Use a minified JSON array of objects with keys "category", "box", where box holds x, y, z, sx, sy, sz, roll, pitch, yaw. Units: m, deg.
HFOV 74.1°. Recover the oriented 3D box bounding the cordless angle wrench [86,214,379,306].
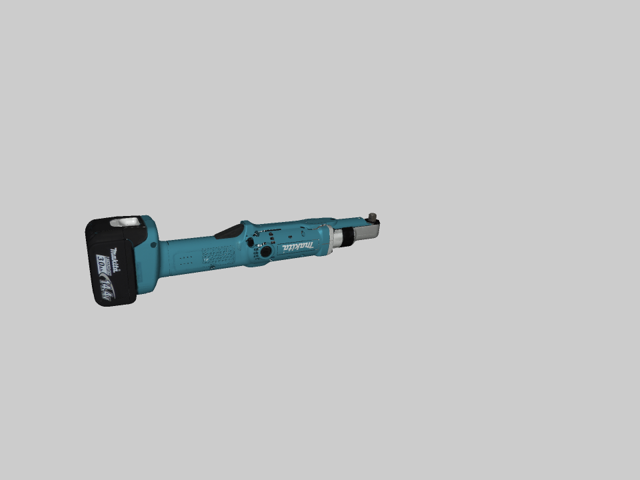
[{"category":"cordless angle wrench","box":[-0.089,0.005,0.601,0.422,0.098,0.074,-7,24,-29]}]
